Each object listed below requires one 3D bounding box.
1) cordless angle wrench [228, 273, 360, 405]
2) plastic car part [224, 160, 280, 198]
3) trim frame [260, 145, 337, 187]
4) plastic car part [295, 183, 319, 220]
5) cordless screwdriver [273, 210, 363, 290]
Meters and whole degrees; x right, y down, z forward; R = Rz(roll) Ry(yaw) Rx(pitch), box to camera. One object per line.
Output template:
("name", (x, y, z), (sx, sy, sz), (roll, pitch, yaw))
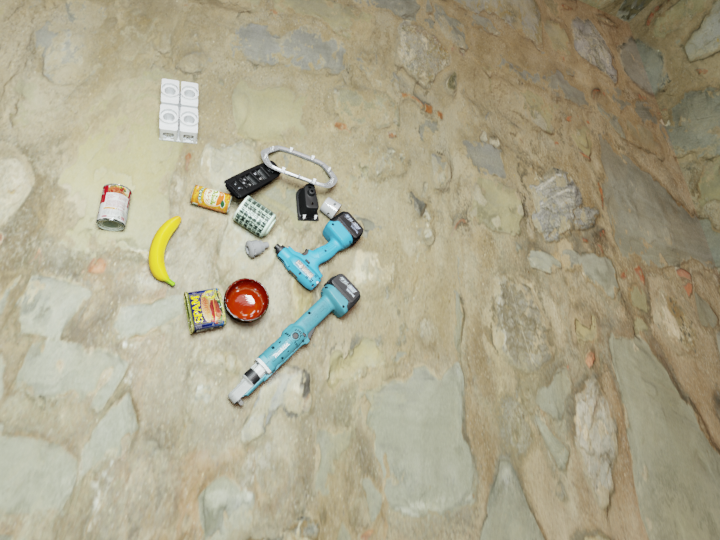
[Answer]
("cordless angle wrench", (-0.169, 0.172, 1.076), (0.099, 0.075, 0.418), (45, 62, 3))
("plastic car part", (-0.305, -0.255, 1.215), (0.067, 0.067, 0.200), (38, 48, 7))
("trim frame", (-0.184, -0.320, 1.288), (0.243, 0.027, 0.189), (19, 37, -14))
("plastic car part", (-0.154, -0.213, 1.260), (0.064, 0.072, 0.119), (0, 70, -24))
("cordless screwdriver", (-0.118, -0.077, 1.209), (0.160, 0.074, 0.246), (43, 63, 2))
